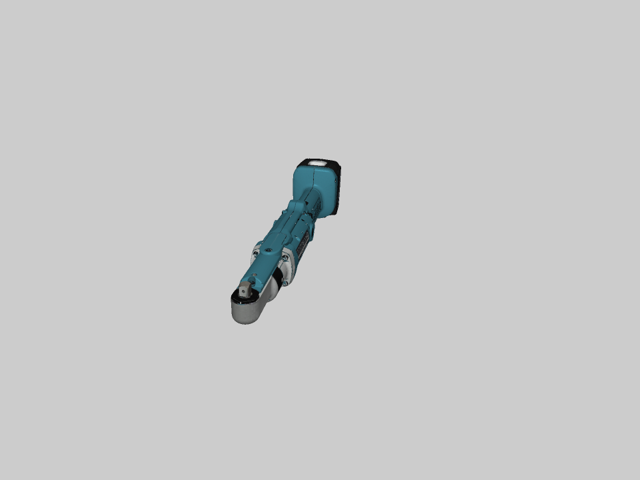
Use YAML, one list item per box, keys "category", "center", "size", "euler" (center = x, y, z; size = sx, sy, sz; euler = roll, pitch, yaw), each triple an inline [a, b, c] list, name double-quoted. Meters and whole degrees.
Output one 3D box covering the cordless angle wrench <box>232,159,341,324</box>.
- category: "cordless angle wrench"
  center: [-0.036, -0.016, 0.580]
  size: [0.074, 0.098, 0.421]
  euler: [7, 25, 8]
